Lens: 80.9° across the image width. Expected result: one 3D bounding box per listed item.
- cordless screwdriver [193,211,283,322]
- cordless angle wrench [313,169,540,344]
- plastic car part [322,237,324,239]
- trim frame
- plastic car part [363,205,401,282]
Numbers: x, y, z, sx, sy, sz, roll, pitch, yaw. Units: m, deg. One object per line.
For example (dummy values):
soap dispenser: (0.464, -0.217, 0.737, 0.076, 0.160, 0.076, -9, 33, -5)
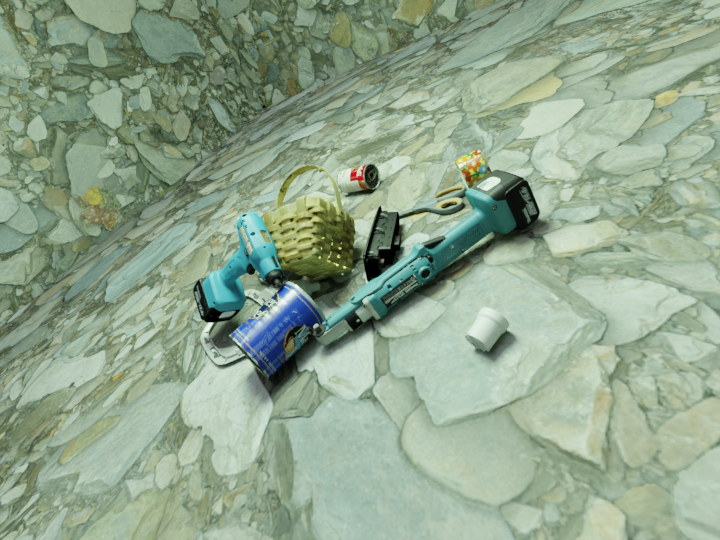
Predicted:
cordless screwdriver: (-0.239, 0.022, 0.835, 0.251, 0.071, 0.166, -47, 59, 33)
cordless angle wrench: (0.098, -0.007, 0.711, 0.423, 0.094, 0.078, -37, 29, 0)
plastic car part: (-0.097, -0.063, 0.988, 0.117, 0.062, 0.074, -31, 43, 9)
trim frame: (-0.260, 0.110, 0.912, 0.182, 0.026, 0.261, -41, 30, -17)
plastic car part: (0.048, -0.067, 0.854, 0.069, 0.063, 0.206, -10, 36, 16)
